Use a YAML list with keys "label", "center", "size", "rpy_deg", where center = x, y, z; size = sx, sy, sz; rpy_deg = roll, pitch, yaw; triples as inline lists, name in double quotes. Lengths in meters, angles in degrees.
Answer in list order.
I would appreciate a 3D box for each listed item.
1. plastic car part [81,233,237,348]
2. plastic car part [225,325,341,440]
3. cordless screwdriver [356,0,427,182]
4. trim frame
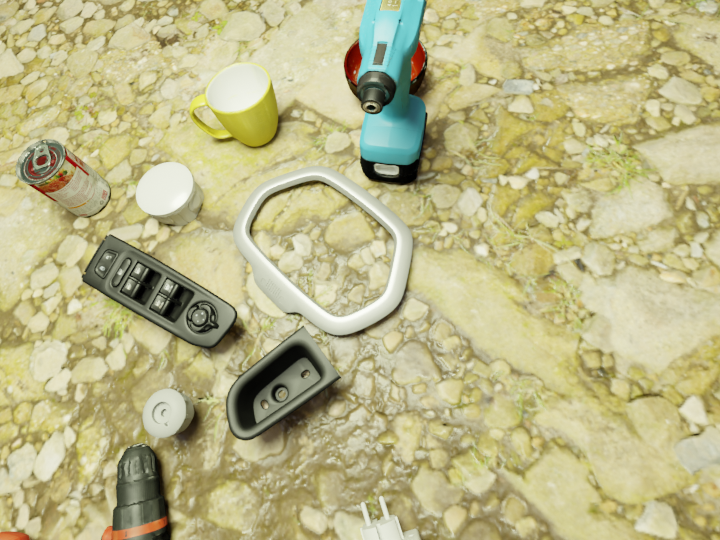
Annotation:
- label: "plastic car part"
  center: [-0.237, 0.032, 0.514]
  size: [0.210, 0.065, 0.066]
  rpy_deg: [25, 74, 17]
- label: "plastic car part"
  center: [-0.084, 0.125, 0.450]
  size: [0.116, 0.068, 0.068]
  rpy_deg: [-37, 70, -7]
- label: "cordless screwdriver"
  center: [0.032, -0.172, 0.455]
  size: [0.076, 0.241, 0.161]
  rpy_deg: [10, 71, 8]
- label: "trim frame"
  center: [-0.052, -0.034, 0.530]
  size: [0.258, 0.026, 0.183]
  rpy_deg: [40, 80, 21]
